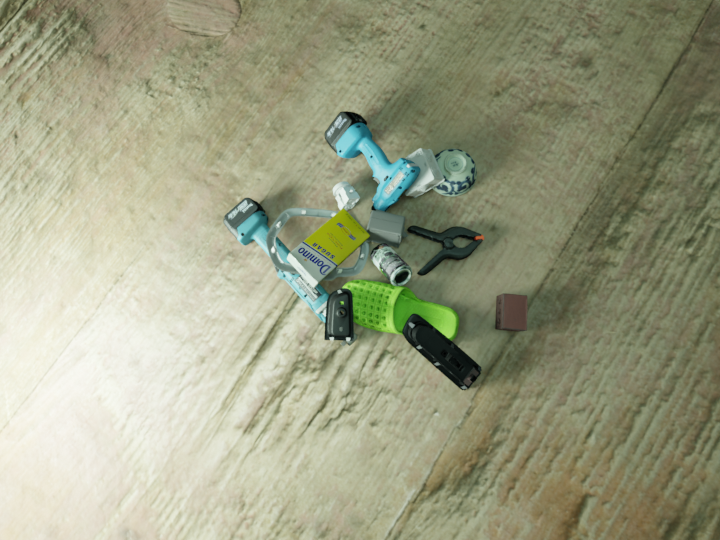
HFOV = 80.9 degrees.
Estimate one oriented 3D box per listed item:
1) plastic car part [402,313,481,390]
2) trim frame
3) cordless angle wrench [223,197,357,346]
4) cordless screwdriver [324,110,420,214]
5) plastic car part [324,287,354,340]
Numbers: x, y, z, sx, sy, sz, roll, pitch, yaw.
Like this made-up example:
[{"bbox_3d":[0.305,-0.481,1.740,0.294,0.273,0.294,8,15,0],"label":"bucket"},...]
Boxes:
[{"bbox_3d":[0.174,0.177,0.897,0.202,0.067,0.066,41,93,-1],"label":"plastic car part"},{"bbox_3d":[-0.097,-0.063,0.991,0.242,0.027,0.188,5,68,-14],"label":"trim frame"},{"bbox_3d":[-0.157,0.006,1.000,0.098,0.073,0.433,-42,78,-5],"label":"cordless angle wrench"},{"bbox_3d":[0.012,-0.260,1.026,0.257,0.071,0.160,49,122,18],"label":"cordless screwdriver"},{"bbox_3d":[-0.043,0.097,0.916,0.066,0.071,0.117,1,87,-5],"label":"plastic car part"}]
